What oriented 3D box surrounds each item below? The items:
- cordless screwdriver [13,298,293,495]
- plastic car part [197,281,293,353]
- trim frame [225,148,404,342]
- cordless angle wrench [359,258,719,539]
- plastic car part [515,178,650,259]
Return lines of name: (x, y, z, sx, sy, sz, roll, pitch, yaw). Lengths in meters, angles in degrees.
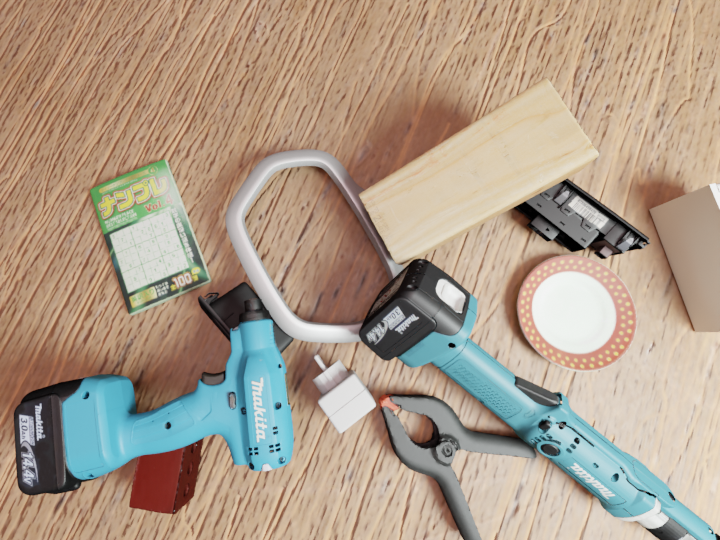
cordless screwdriver: (-0.196, 0.122, 0.419, 0.249, 0.073, 0.162, -9, 77, -1)
plastic car part: (-0.124, 0.060, 0.490, 0.118, 0.066, 0.070, 44, 69, 5)
trim frame: (-0.049, -0.032, 0.502, 0.182, 0.027, 0.252, -29, 81, -14)
cordless angle wrench: (0.192, 0.156, 0.427, 0.424, 0.098, 0.074, 39, 40, 1)
plastic car part: (0.217, -0.080, 0.495, 0.067, 0.065, 0.207, -46, 79, 9)
